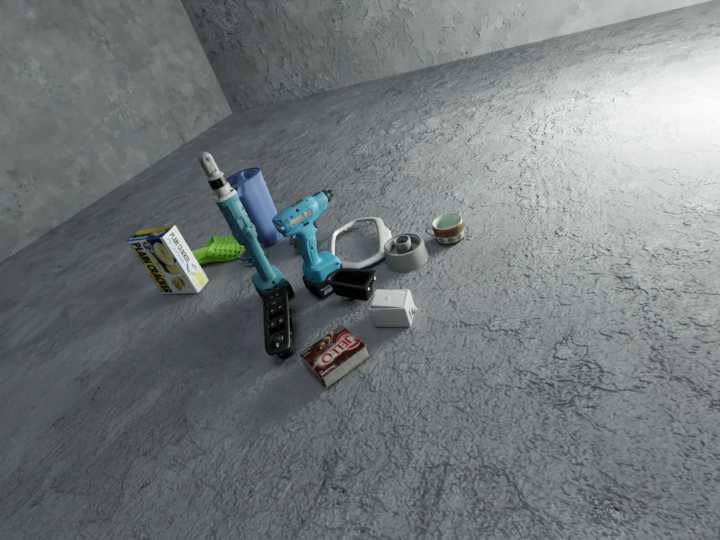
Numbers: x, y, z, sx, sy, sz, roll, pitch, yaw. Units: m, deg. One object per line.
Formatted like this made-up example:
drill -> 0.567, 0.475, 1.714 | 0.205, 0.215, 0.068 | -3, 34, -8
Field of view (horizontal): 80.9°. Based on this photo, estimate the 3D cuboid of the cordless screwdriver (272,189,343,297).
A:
cordless screwdriver -> -0.101, -0.066, 1.031 | 0.157, 0.238, 0.078 | -34, 33, -20

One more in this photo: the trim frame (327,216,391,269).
trim frame -> -0.005, -0.079, 1.186 | 0.187, 0.026, 0.256 | -16, 34, 10

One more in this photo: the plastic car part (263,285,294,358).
plastic car part -> -0.185, 0.127, 0.969 | 0.066, 0.064, 0.211 | -20, 33, 2

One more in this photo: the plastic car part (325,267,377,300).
plastic car part -> -0.018, 0.039, 0.991 | 0.122, 0.068, 0.066 | 3, 40, 34

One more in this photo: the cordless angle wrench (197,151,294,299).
cordless angle wrench -> -0.281, -0.092, 1.023 | 0.073, 0.405, 0.103 | -33, 33, -20
